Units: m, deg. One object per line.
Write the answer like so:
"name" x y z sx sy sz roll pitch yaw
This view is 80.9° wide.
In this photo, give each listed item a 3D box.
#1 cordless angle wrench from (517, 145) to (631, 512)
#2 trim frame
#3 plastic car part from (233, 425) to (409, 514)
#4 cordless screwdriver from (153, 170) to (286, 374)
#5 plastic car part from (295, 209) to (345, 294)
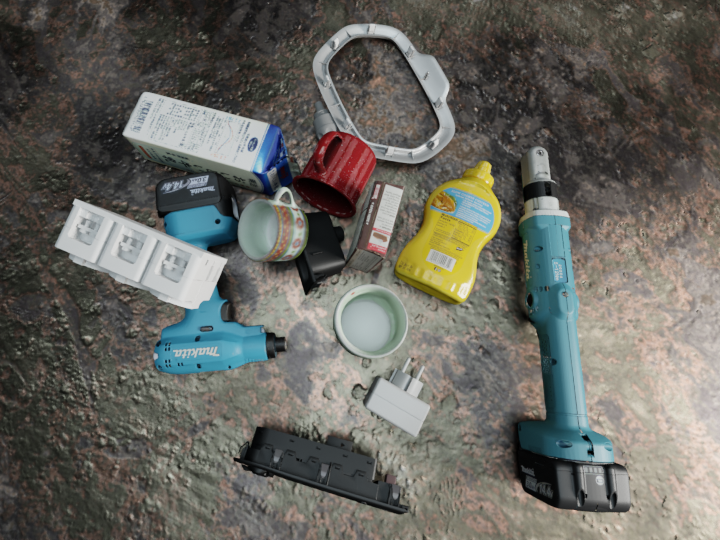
"cordless angle wrench" 0.229 0.040 0.509 0.074 0.097 0.430 3 73 -4
"trim frame" 0.036 -0.264 0.614 0.181 0.027 0.255 -20 74 -14
"plastic car part" -0.048 0.225 0.487 0.205 0.065 0.068 10 68 4
"cordless screwdriver" -0.182 0.001 0.545 0.159 0.073 0.252 -6 80 0
"plastic car part" -0.055 -0.036 0.558 0.069 0.066 0.119 -10 72 -18
